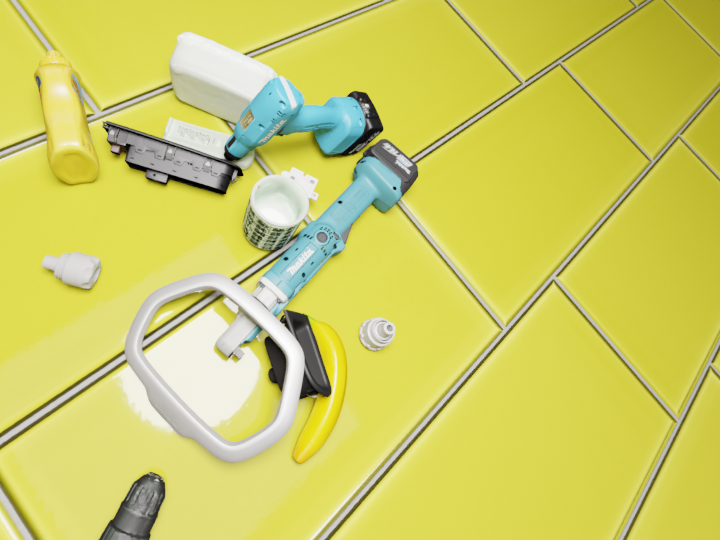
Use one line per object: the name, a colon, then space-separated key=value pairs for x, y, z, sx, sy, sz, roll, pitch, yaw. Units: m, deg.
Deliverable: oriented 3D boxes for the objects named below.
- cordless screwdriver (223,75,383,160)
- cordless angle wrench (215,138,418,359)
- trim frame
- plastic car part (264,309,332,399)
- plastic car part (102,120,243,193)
cordless screwdriver: x=-0.088 y=-0.222 z=0.669 sx=0.239 sy=0.163 sz=0.075 roll=-17 pitch=81 yaw=-49
cordless angle wrench: x=-0.063 y=-0.041 z=0.644 sx=0.098 sy=0.075 sz=0.420 roll=41 pitch=65 yaw=-1
trim frame: x=-0.184 y=0.114 z=0.529 sx=0.254 sy=0.027 sz=0.183 roll=39 pitch=80 yaw=11
plastic car part: x=-0.092 y=0.121 z=0.564 sx=0.072 sy=0.063 sz=0.120 roll=-27 pitch=66 yaw=16
plastic car part: x=-0.274 y=-0.159 z=0.624 sx=0.198 sy=0.067 sz=0.068 roll=12 pitch=77 yaw=-14
